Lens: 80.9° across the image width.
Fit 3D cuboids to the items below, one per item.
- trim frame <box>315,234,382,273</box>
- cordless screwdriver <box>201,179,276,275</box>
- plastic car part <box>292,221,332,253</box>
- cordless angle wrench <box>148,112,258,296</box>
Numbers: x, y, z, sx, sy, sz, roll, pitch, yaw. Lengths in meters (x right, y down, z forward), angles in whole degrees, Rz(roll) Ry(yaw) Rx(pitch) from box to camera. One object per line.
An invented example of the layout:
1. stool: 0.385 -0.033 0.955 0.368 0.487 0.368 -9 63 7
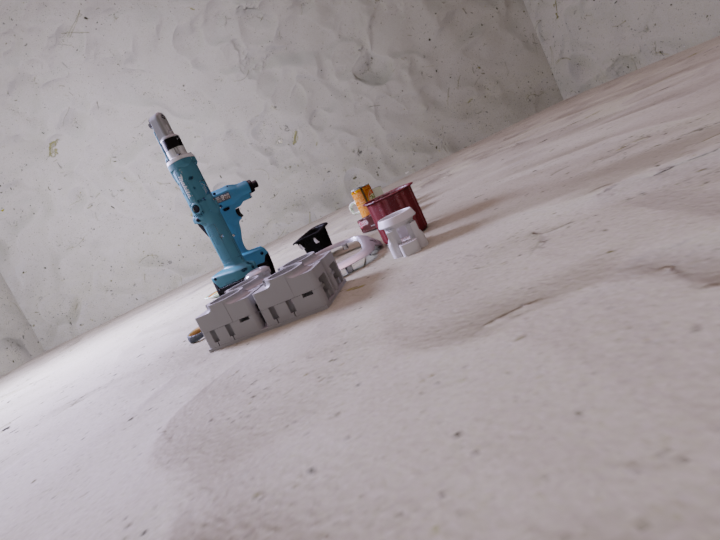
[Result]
1. trim frame: -0.050 -0.019 0.765 0.185 0.027 0.251 -25 11 3
2. cordless screwdriver: -0.275 -0.088 1.016 0.157 0.246 0.076 -27 6 -14
3. plastic car part: -0.091 -0.060 0.933 0.067 0.070 0.116 -23 10 18
4. cordless angle wrench: -0.326 -0.131 0.880 0.100 0.419 0.073 -23 6 24
